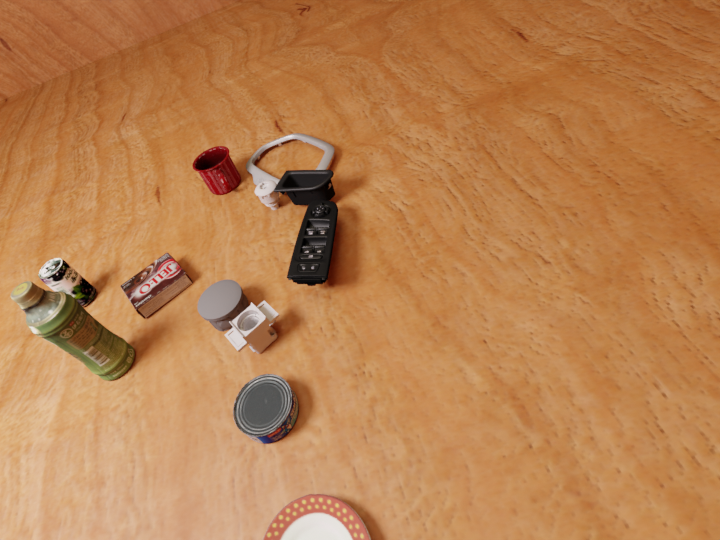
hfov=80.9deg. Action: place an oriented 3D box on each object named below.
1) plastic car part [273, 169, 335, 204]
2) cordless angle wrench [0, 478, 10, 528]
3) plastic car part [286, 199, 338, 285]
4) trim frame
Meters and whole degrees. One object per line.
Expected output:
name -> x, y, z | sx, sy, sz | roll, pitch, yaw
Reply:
plastic car part -> -0.102, -0.159, 0.849 | 0.121, 0.067, 0.066 | 7, 53, 25
cordless angle wrench -> -0.594, 0.233, 0.467 | 0.097, 0.403, 0.079 | -42, 50, -19
plastic car part -> -0.073, -0.047, 0.743 | 0.068, 0.064, 0.208 | -7, 48, 14
trim frame -> -0.169, -0.255, 0.987 | 0.182, 0.026, 0.263 | -43, 49, -17
